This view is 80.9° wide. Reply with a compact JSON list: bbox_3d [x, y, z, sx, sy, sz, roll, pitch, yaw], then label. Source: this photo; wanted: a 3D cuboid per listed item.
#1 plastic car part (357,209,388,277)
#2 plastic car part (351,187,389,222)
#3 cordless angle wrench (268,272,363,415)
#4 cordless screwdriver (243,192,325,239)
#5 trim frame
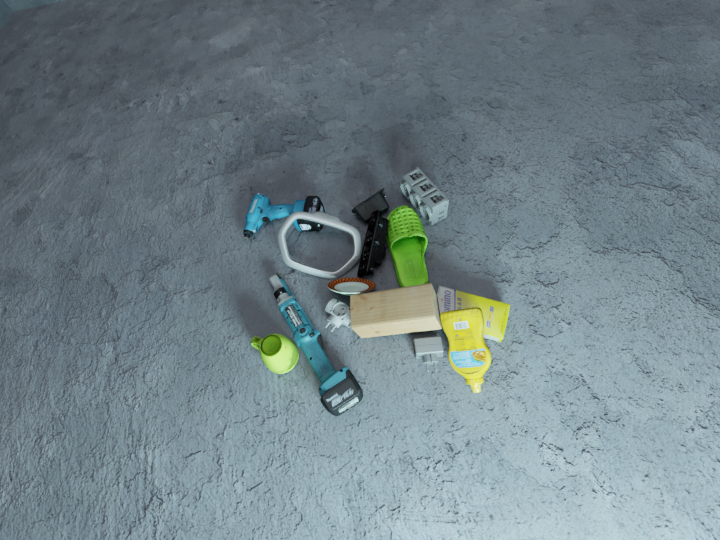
[{"bbox_3d":[0.042,-0.077,1.198,0.066,0.066,0.206,11,72,-11],"label":"plastic car part"},{"bbox_3d":[0.039,-0.183,1.277,0.116,0.064,0.073,-36,76,-6],"label":"plastic car part"},{"bbox_3d":[-0.143,0.167,1.105,0.097,0.071,0.444,-32,57,-9],"label":"cordless angle wrench"},{"bbox_3d":[-0.242,-0.160,1.310,0.257,0.071,0.161,5,62,18],"label":"cordless screwdriver"},{"bbox_3d":[-0.119,-0.078,1.219,0.252,0.027,0.184,16,88,7],"label":"trim frame"}]
